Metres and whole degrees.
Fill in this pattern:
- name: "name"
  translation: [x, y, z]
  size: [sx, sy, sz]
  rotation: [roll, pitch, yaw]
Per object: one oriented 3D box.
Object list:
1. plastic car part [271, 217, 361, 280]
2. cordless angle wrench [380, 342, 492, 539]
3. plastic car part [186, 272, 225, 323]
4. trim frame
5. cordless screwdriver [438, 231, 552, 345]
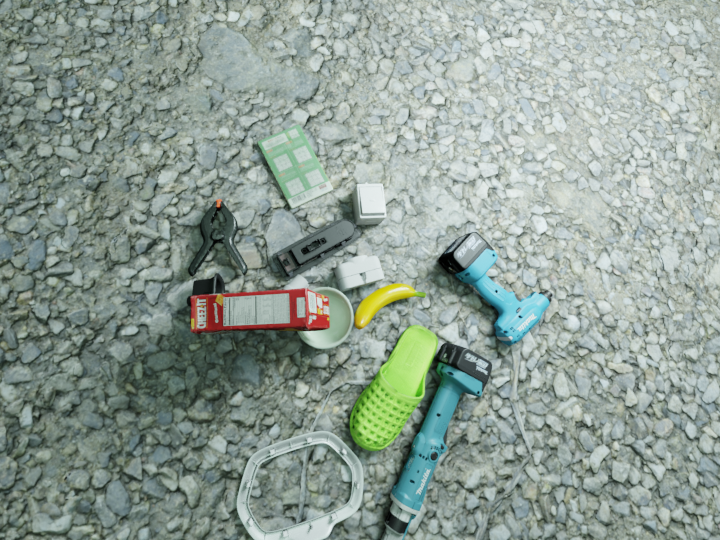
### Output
- name: "plastic car part"
  translation: [-0.089, -0.058, 0.913]
  size: [0.200, 0.066, 0.068]
  rotation: [-29, 78, -16]
- name: "cordless angle wrench"
  translation: [0.132, 0.354, 0.834]
  size: [0.095, 0.076, 0.424]
  rotation: [30, 78, -18]
- name: "plastic car part"
  translation: [-0.315, 0.068, 0.856]
  size: [0.071, 0.064, 0.119]
  rotation: [-7, 75, 3]
- name: "trim frame"
  translation: [-0.113, 0.418, 0.811]
  size: [0.244, 0.027, 0.187]
  rotation: [-13, 80, -12]
- name: "cordless screwdriver"
  translation: [0.305, 0.022, 0.937]
  size: [0.158, 0.075, 0.250]
  rotation: [-39, 88, -15]
